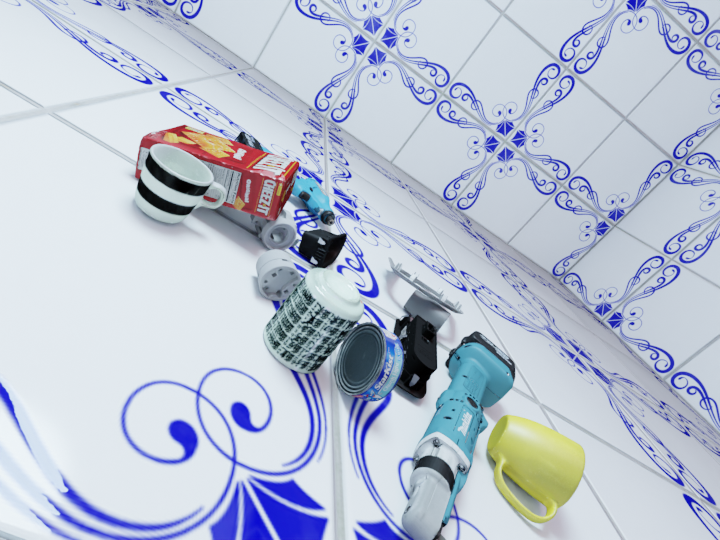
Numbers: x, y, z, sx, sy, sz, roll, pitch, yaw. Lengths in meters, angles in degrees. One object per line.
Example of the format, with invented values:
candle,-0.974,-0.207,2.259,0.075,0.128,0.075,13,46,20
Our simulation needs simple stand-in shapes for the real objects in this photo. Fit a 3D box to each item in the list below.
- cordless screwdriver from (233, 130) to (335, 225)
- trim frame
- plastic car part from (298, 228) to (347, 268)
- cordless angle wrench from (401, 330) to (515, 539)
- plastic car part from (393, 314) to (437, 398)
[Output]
cordless screwdriver,-0.159,-0.180,0.884,0.235,0.074,0.168,25,23,-41
trim frame,0.133,0.030,0.881,0.189,0.027,0.243,33,7,10
plastic car part,-0.074,-0.048,0.756,0.072,0.065,0.115,25,16,6
cordless angle wrench,0.127,0.187,0.541,0.101,0.074,0.410,41,23,12
plastic car part,0.088,0.119,0.642,0.066,0.067,0.202,43,22,-4
